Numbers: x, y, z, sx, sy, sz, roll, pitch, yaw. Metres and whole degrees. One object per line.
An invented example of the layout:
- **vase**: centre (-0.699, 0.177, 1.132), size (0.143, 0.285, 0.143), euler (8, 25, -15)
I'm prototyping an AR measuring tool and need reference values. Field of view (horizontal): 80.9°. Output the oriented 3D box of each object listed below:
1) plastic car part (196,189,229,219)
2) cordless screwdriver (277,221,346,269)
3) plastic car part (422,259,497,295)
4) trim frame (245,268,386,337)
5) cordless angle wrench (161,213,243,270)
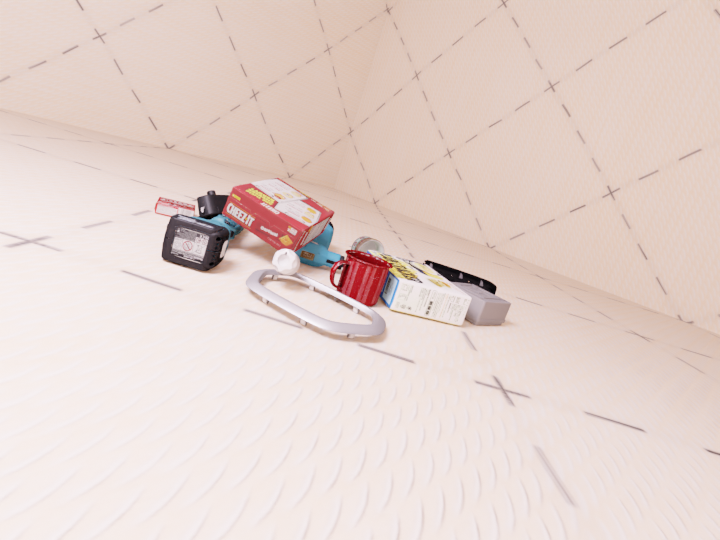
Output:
- **plastic car part**: centre (-0.364, -0.166, 1.065), size (0.068, 0.071, 0.112), euler (-15, -4, 27)
- **cordless screwdriver**: centre (-0.101, -0.066, 1.028), size (0.159, 0.074, 0.251), euler (17, 17, -3)
- **plastic car part**: centre (0.250, 0.037, 1.067), size (0.202, 0.065, 0.068), euler (17, 22, -3)
- **trim frame**: centre (-0.075, 0.049, 0.686), size (0.261, 0.027, 0.177), euler (22, 15, 27)
- **cordless angle wrench**: centre (-0.291, -0.087, 0.885), size (0.097, 0.074, 0.429), euler (16, 11, -7)
